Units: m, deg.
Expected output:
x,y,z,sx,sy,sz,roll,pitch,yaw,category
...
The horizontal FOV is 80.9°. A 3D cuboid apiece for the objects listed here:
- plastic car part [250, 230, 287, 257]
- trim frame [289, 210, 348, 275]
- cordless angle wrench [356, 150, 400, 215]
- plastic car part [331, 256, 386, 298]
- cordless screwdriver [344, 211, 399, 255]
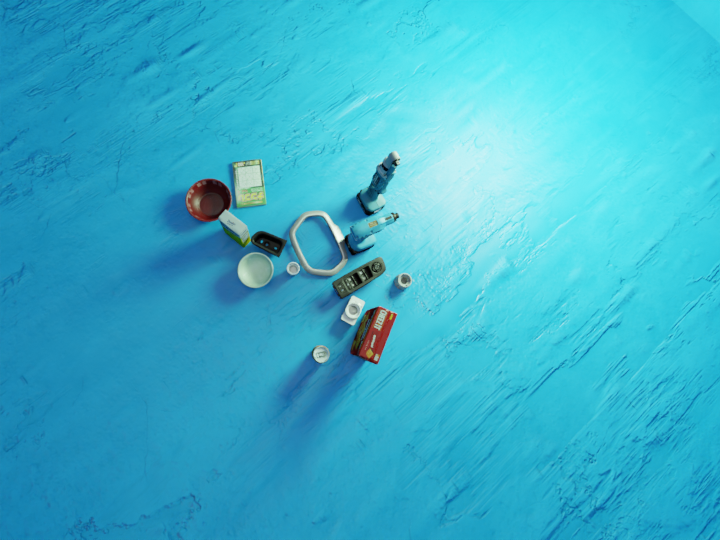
x,y,z,sx,sy,sz,roll,pitch,yaw,category
-0.321,-0.093,1.474,0.117,0.070,0.066,24,78,1,plastic car part
-0.147,-0.096,1.505,0.182,0.027,0.253,-26,80,-8,trim frame
0.063,-0.283,1.356,0.073,0.422,0.099,-27,85,-11,cordless angle wrench
-0.002,0.025,1.465,0.201,0.067,0.067,-30,84,-9,plastic car part
0.032,-0.127,1.408,0.158,0.248,0.075,-23,84,-10,cordless screwdriver
